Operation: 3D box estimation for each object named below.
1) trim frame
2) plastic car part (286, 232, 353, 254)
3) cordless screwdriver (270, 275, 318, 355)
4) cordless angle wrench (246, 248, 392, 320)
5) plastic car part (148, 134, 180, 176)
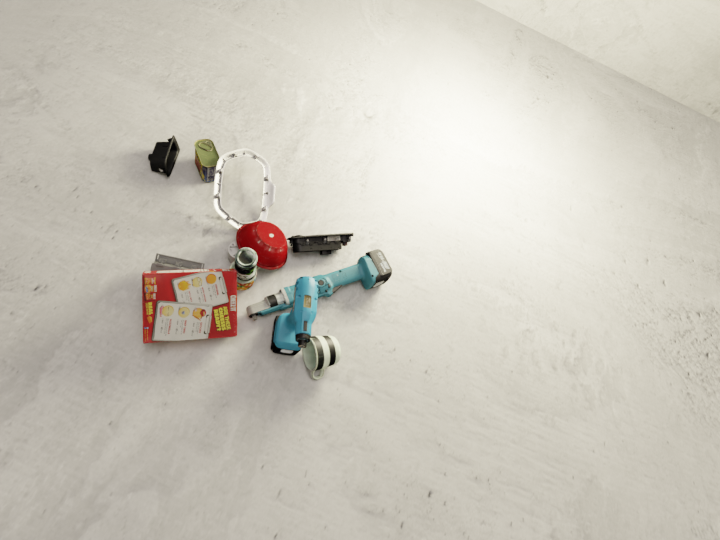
[{"bbox_3d":[-0.336,-0.239,1.234,0.175,0.028,0.252,9,75,-33],"label":"trim frame"},{"bbox_3d":[-0.121,-0.079,1.236,0.196,0.069,0.067,-1,93,-25],"label":"plastic car part"},{"bbox_3d":[-0.155,0.138,0.992,0.072,0.248,0.164,11,55,-16],"label":"cordless screwdriver"},{"bbox_3d":[-0.113,0.045,1.167,0.412,0.074,0.101,-19,70,-23],"label":"cordless angle wrench"},{"bbox_3d":[-0.586,-0.337,1.246,0.071,0.064,0.119,8,63,2],"label":"plastic car part"}]
